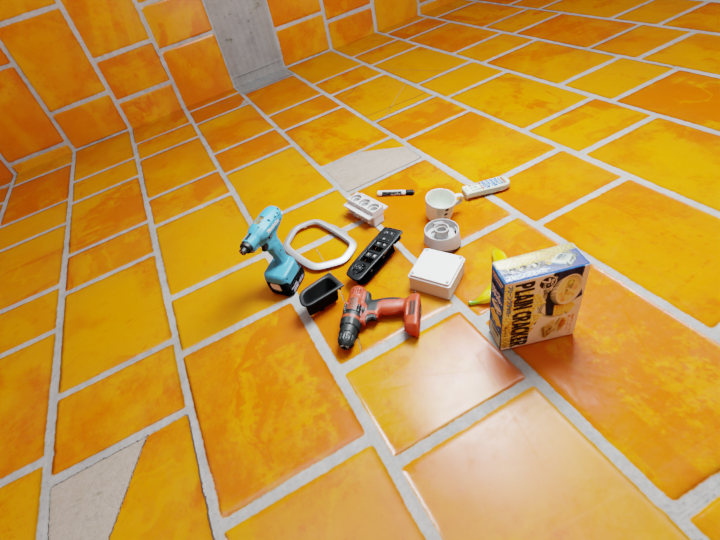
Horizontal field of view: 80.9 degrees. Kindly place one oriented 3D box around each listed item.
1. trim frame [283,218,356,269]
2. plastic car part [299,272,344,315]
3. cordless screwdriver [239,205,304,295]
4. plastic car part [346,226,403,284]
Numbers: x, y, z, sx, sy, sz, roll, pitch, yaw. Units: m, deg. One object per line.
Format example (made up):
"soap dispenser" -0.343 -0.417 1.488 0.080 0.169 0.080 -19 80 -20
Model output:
"trim frame" -0.125 -0.082 1.283 0.182 0.026 0.263 -39 47 -22
"plastic car part" -0.102 0.071 1.085 0.115 0.068 0.070 -35 46 -19
"cordless screwdriver" -0.233 -0.028 1.105 0.077 0.238 0.159 9 47 24
"plastic car part" 0.038 -0.035 1.153 0.070 0.064 0.201 24 56 35
